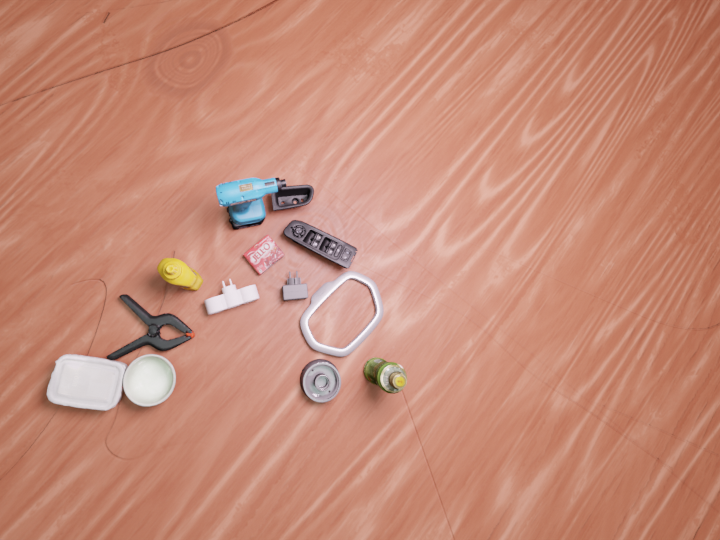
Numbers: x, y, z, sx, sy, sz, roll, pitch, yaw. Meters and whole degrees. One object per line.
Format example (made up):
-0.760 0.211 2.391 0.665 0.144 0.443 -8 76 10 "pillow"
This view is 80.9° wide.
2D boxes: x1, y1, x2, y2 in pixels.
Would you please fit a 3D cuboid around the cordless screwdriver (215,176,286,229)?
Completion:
-0.268 -0.173 1.061 0.157 0.250 0.075 -13 86 -12 "cordless screwdriver"

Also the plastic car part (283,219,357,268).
-0.113 -0.074 1.155 0.202 0.067 0.066 28 78 -2 "plastic car part"

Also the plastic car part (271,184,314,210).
-0.187 -0.196 1.166 0.115 0.071 0.067 -8 83 -10 "plastic car part"

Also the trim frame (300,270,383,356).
-0.048 0.116 1.148 0.185 0.027 0.247 44 78 2 "trim frame"
